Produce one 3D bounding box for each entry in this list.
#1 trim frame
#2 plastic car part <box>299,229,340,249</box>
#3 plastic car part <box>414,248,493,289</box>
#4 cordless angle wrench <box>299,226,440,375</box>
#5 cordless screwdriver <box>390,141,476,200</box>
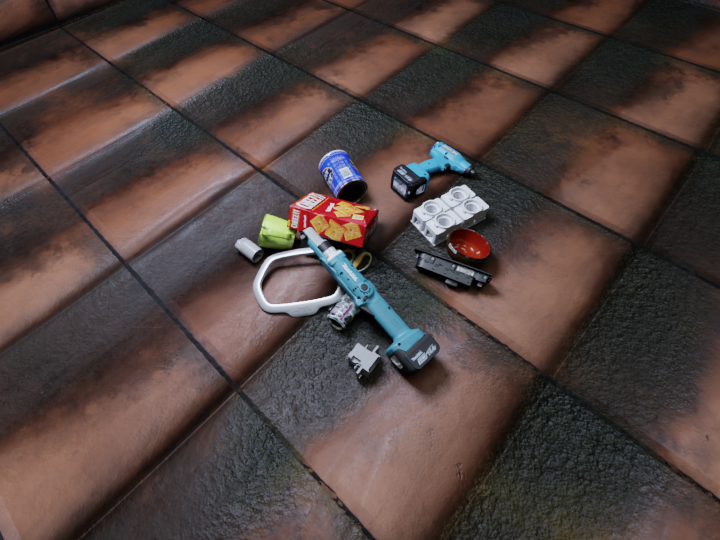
[{"bbox_3d":[-0.157,0.028,1.097,0.249,0.027,0.190,-9,63,0],"label":"trim frame"},{"bbox_3d":[-0.113,-0.074,1.157,0.117,0.070,0.067,8,19,1],"label":"plastic car part"},{"bbox_3d":[0.228,0.002,1.094,0.210,0.064,0.067,26,85,18],"label":"plastic car part"},{"bbox_3d":[0.003,0.052,1.002,0.096,0.073,0.436,-35,73,-23],"label":"cordless angle wrench"},{"bbox_3d":[0.223,-0.297,1.293,0.244,0.072,0.167,-34,61,-24],"label":"cordless screwdriver"}]
